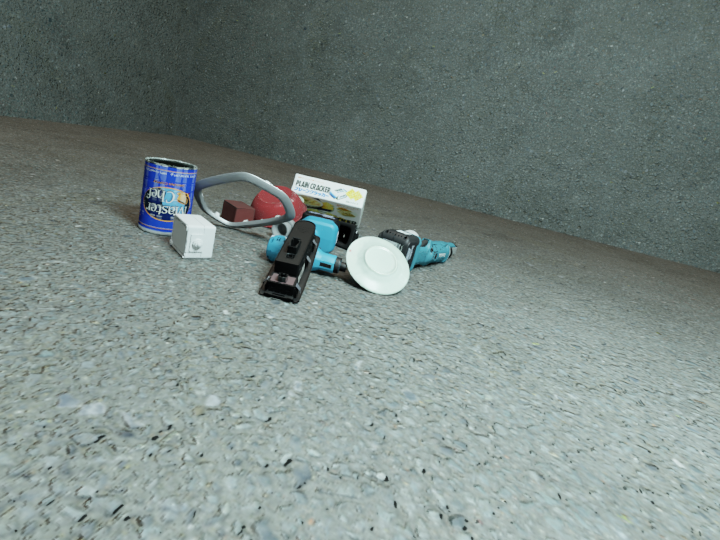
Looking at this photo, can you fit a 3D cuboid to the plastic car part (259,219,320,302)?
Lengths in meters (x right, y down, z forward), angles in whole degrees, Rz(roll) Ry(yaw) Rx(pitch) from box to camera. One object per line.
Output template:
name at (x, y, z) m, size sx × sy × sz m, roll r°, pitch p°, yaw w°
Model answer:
plastic car part at (-0.114, -0.030, 0.728) m, size 0.067 × 0.065 × 0.205 m, roll 5°, pitch 30°, yaw 5°

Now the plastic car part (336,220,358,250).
plastic car part at (-0.052, -0.093, 1.091) m, size 0.123 × 0.066 × 0.067 m, roll 20°, pitch 1°, yaw 35°

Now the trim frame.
trim frame at (-0.256, -0.145, 0.918) m, size 0.259 × 0.028 × 0.174 m, roll -5°, pitch -37°, yaw 31°

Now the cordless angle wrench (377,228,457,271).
cordless angle wrench at (0.161, -0.045, 1.044) m, size 0.078 × 0.097 × 0.405 m, roll 22°, pitch 14°, yaw 28°

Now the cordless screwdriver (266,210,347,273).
cordless screwdriver at (-0.089, -0.058, 0.913) m, size 0.161 × 0.073 × 0.249 m, roll 14°, pitch 20°, yaw 5°
